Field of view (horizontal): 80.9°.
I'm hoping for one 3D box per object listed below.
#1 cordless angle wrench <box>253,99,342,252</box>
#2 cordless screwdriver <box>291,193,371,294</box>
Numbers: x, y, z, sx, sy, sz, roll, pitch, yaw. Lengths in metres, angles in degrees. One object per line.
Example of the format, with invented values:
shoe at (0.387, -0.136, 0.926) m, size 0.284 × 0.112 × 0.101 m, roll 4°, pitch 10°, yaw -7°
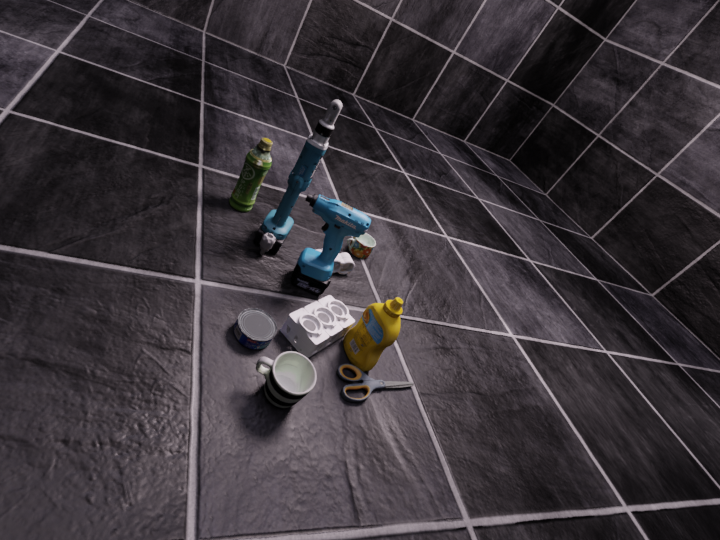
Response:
cordless angle wrench at (-0.150, -0.228, 1.050) m, size 0.074 × 0.422 × 0.099 m, roll 30°, pitch 32°, yaw -7°
cordless screwdriver at (-0.101, -0.066, 1.030) m, size 0.157 × 0.248 × 0.075 m, roll 28°, pitch 32°, yaw -8°
